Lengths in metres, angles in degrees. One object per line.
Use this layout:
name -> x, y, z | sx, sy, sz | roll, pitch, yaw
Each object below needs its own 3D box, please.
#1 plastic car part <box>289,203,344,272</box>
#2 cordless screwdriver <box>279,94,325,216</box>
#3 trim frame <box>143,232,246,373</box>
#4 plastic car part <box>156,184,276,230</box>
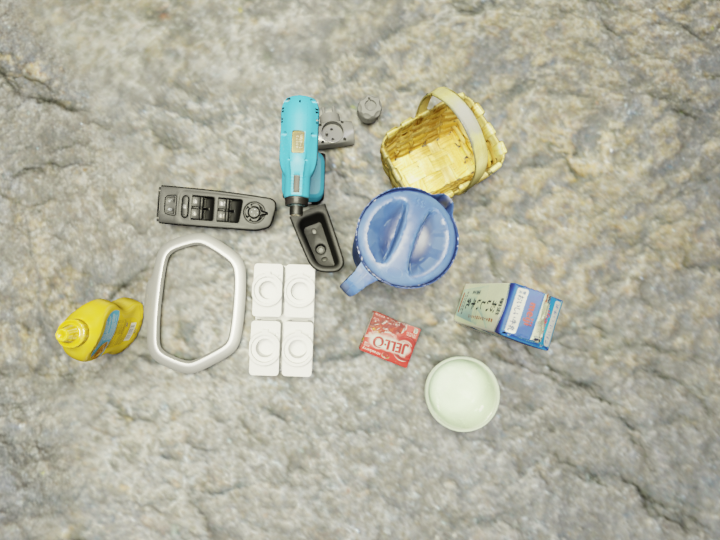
plastic car part -> -0.073, -0.047, 0.742 | 0.066, 0.071, 0.117 | -21, 85, -4
cordless screwdriver -> -0.093, -0.147, 0.665 | 0.074, 0.248, 0.160 | 2, 86, -5
trim frame -> -0.296, 0.055, 0.752 | 0.184, 0.027, 0.250 | 2, 84, 0
plastic car part -> -0.250, -0.105, 0.751 | 0.203, 0.067, 0.067 | 5, 85, 0
